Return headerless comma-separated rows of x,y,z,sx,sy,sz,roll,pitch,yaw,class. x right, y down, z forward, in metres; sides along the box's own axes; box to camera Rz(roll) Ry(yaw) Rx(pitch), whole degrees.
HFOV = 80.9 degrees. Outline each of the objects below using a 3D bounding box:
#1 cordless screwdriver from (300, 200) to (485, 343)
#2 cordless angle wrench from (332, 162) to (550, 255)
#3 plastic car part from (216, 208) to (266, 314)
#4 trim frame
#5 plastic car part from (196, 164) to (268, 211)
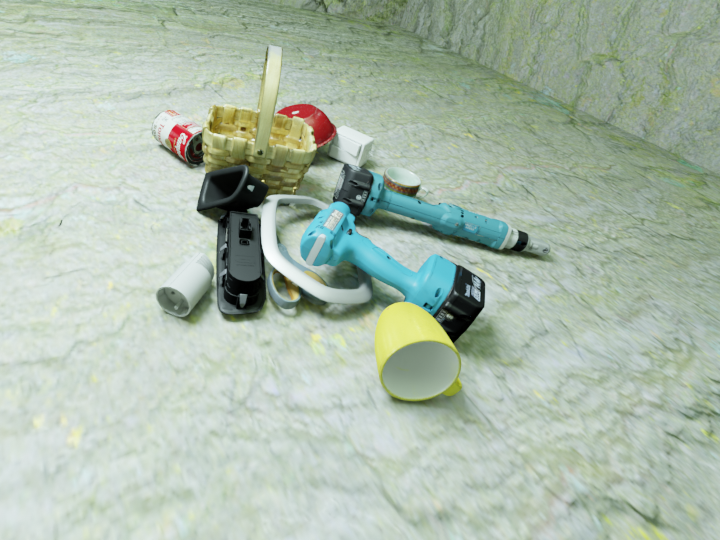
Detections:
0.045,-0.014,0.593,0.250,0.074,0.160,28,31,1,cordless screwdriver
0.161,-0.095,0.775,0.416,0.074,0.100,16,18,-9,cordless angle wrench
-0.157,-0.026,0.569,0.064,0.067,0.212,11,38,-24,plastic car part
-0.061,-0.040,0.626,0.177,0.027,0.259,15,33,-22,trim frame
-0.187,-0.117,0.645,0.122,0.066,0.067,1,-14,39,plastic car part
